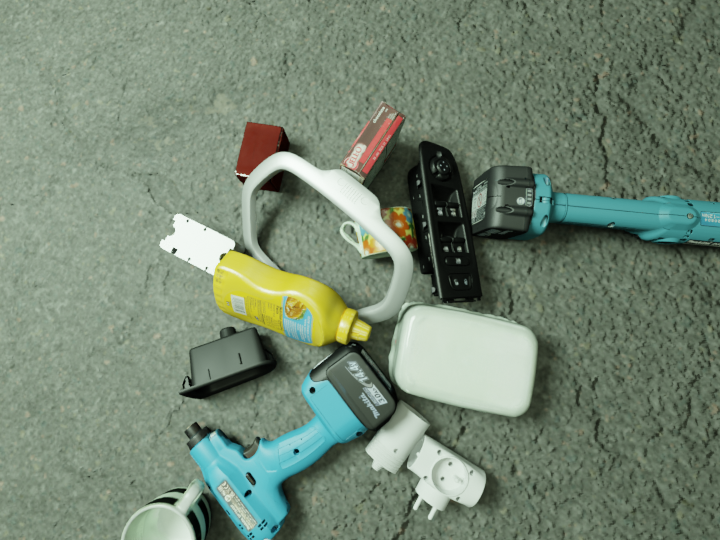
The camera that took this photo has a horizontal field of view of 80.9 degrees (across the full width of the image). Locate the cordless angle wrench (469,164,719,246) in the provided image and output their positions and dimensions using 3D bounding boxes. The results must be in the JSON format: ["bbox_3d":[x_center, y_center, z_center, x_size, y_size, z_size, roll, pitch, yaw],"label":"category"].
[{"bbox_3d":[0.353,-0.059,0.494,0.426,0.097,0.074,6,86,3],"label":"cordless angle wrench"}]

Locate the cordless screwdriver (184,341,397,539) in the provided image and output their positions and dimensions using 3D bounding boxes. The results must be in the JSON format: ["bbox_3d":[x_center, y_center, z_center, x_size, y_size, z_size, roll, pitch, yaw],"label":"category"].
[{"bbox_3d":[-0.086,0.183,0.508,0.249,0.073,0.162,-44,80,2],"label":"cordless screwdriver"}]

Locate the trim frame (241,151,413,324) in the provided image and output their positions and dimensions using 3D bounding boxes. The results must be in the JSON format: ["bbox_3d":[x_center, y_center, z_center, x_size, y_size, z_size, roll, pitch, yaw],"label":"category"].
[{"bbox_3d":[-0.051,-0.033,0.516,0.254,0.027,0.184,42,124,12],"label":"trim frame"}]

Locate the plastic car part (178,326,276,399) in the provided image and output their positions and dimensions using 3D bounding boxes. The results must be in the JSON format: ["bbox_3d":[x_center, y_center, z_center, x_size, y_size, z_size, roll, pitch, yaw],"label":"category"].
[{"bbox_3d":[-0.169,0.110,0.537,0.116,0.064,0.073,-23,67,-2],"label":"plastic car part"}]

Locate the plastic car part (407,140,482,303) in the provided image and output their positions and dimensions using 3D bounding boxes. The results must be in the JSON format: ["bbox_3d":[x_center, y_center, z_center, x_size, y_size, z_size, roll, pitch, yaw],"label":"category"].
[{"bbox_3d":[0.098,-0.061,0.530,0.064,0.068,0.205,-1,80,-22],"label":"plastic car part"}]
